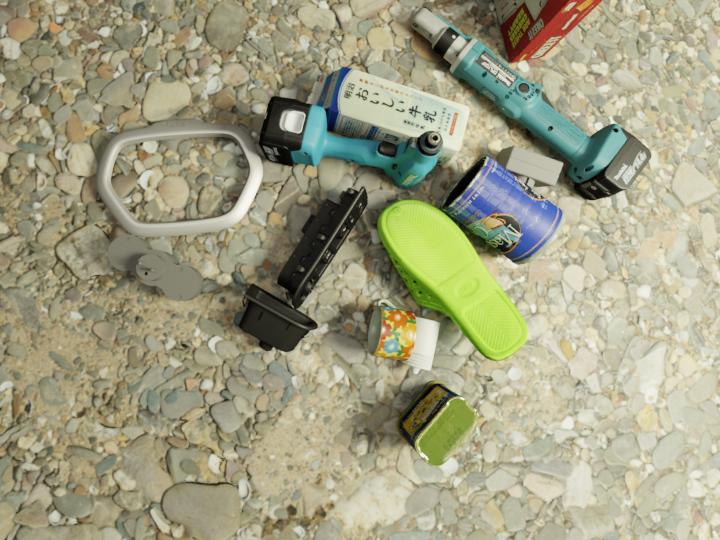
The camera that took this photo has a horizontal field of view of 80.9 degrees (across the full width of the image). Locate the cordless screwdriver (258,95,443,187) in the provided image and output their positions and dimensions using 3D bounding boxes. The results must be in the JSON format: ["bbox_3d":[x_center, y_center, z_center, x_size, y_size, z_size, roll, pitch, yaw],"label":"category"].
[{"bbox_3d":[-0.015,-0.182,0.598,0.248,0.159,0.074,14,85,-3],"label":"cordless screwdriver"}]

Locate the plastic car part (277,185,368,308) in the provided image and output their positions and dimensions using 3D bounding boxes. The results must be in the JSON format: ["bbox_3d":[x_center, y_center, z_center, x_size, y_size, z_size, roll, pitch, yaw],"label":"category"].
[{"bbox_3d":[-0.061,-0.040,0.628,0.068,0.065,0.203,27,83,6],"label":"plastic car part"}]

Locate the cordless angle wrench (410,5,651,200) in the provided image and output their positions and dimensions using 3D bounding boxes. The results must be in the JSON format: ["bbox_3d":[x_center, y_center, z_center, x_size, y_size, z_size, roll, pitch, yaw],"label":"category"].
[{"bbox_3d":[0.249,-0.278,0.675,0.425,0.074,0.098,40,82,3],"label":"cordless angle wrench"}]

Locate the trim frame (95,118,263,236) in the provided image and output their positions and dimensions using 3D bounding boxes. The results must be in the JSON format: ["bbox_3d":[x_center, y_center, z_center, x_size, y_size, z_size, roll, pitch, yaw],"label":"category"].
[{"bbox_3d":[-0.272,-0.144,0.642,0.247,0.027,0.185,-7,85,-3],"label":"trim frame"}]

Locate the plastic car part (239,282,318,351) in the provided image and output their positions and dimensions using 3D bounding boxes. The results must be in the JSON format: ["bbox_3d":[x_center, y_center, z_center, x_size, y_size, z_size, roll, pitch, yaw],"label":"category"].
[{"bbox_3d":[-0.129,0.080,0.615,0.116,0.066,0.071,34,98,-5],"label":"plastic car part"}]
